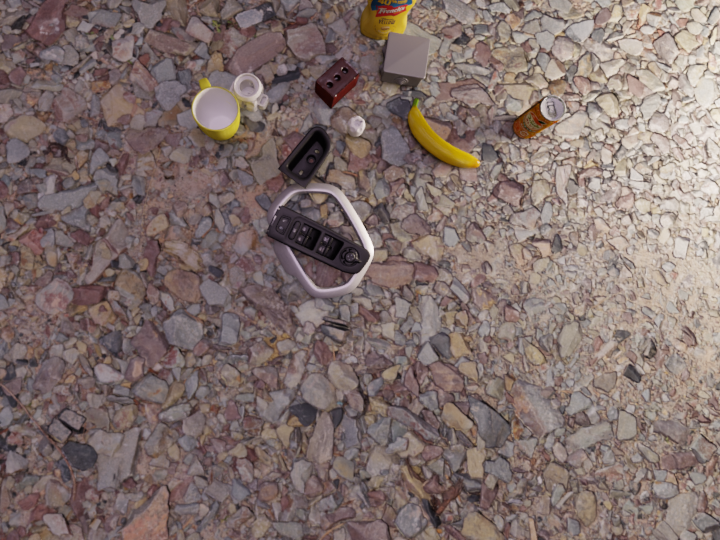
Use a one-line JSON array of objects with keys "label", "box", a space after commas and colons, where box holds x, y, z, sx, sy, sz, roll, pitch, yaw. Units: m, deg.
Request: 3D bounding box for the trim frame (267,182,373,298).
[{"label": "trim frame", "box": [-0.084, -0.064, 0.854, 0.183, 0.027, 0.250, -30, 87, -5]}]

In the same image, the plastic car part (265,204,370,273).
[{"label": "plastic car part", "box": [-0.081, -0.053, 0.834, 0.203, 0.067, 0.066, 26, 84, -1]}]

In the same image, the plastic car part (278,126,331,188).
[{"label": "plastic car part", "box": [-0.103, -0.223, 0.847, 0.066, 0.071, 0.116, 36, 84, -2]}]
